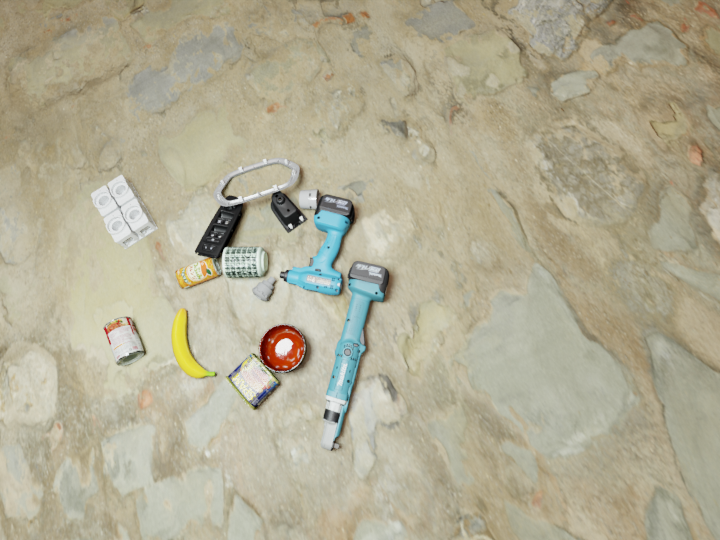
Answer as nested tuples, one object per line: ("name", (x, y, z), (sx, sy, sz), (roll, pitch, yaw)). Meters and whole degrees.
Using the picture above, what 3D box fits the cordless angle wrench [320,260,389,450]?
("cordless angle wrench", (-0.025, 0.190, 0.979), (0.100, 0.072, 0.427), (12, 74, 10))

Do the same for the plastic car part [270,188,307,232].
("plastic car part", (-0.205, -0.171, 1.133), (0.065, 0.069, 0.120), (-36, 74, -9))

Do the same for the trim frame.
("trim frame", (-0.287, -0.247, 1.160), (0.248, 0.026, 0.193), (-17, 46, -1))

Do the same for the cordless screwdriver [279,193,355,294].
("cordless screwdriver", (-0.106, -0.069, 1.083), (0.162, 0.072, 0.251), (10, 75, 10))

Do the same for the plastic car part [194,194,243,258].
("plastic car part", (-0.360, -0.111, 1.121), (0.068, 0.064, 0.206), (6, 61, 16))
